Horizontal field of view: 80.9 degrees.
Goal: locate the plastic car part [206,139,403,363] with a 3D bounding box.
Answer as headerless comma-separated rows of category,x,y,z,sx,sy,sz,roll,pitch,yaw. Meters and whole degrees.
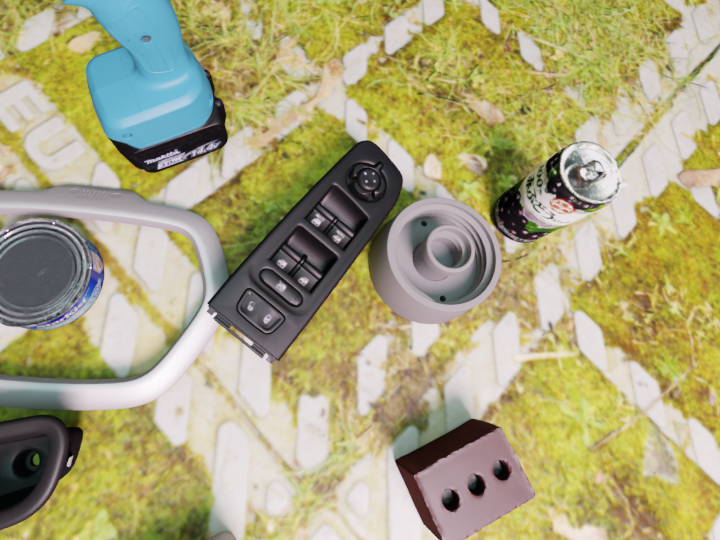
plastic car part,-0.035,-0.023,0.354,0.067,0.067,0.202,36,72,2

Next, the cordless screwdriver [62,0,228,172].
cordless screwdriver,-0.174,-0.152,0.282,0.157,0.248,0.076,-22,82,-16

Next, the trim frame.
trim frame,-0.231,0.013,0.340,0.246,0.027,0.187,3,72,-6

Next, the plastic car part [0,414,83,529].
plastic car part,-0.240,0.133,0.278,0.115,0.071,0.067,-11,77,-12
